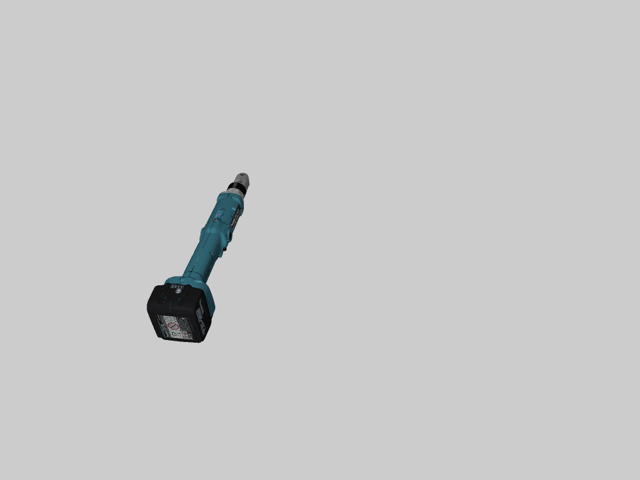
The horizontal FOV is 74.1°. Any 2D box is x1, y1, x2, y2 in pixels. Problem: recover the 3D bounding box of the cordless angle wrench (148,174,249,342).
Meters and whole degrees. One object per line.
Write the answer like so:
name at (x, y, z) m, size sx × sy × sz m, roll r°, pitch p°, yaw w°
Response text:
cordless angle wrench at (-0.193, -0.007, 0.787) m, size 0.074 × 0.098 × 0.421 m, roll 4°, pitch 41°, yaw 5°
